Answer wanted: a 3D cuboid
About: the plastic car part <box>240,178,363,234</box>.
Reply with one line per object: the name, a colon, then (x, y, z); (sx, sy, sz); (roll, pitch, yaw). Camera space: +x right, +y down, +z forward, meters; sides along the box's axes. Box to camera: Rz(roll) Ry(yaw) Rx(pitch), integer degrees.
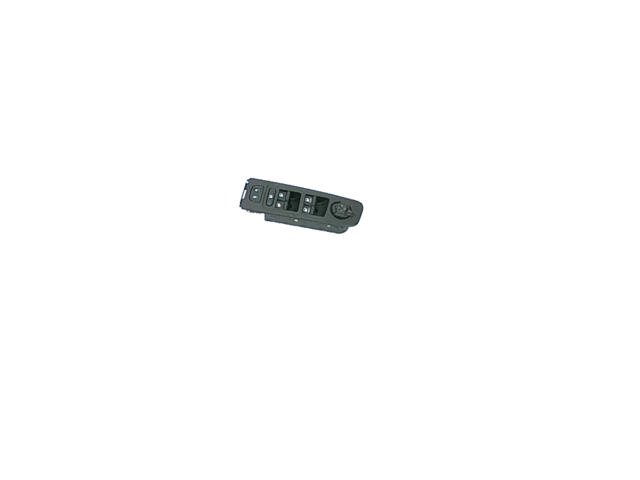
plastic car part: (-0.030, -0.048, 0.726); (0.203, 0.066, 0.067); (8, -40, 1)
